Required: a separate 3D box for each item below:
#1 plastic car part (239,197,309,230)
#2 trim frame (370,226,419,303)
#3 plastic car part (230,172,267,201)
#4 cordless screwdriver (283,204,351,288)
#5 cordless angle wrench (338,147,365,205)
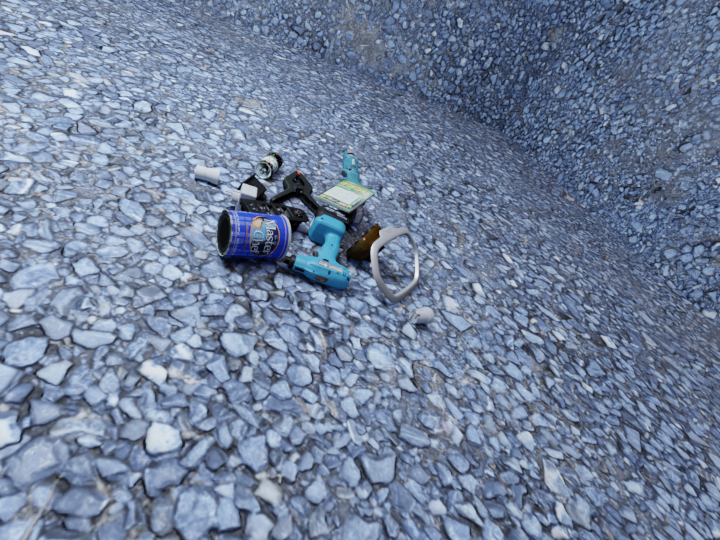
[{"bbox_3d":[-0.215,-0.132,1.065,0.193,0.066,0.070,-4,38,-45],"label":"plastic car part"},{"bbox_3d":[0.093,-0.022,1.082,0.241,0.029,0.182,-29,104,-51],"label":"trim frame"},{"bbox_3d":[-0.288,-0.214,1.142,0.070,0.067,0.117,42,29,-9],"label":"plastic car part"},{"bbox_3d":[-0.103,-0.067,1.055,0.155,0.074,0.256,18,38,-14],"label":"cordless screwdriver"},{"bbox_3d":[-0.035,-0.339,1.473,0.095,0.074,0.435,19,32,-15],"label":"cordless angle wrench"}]
